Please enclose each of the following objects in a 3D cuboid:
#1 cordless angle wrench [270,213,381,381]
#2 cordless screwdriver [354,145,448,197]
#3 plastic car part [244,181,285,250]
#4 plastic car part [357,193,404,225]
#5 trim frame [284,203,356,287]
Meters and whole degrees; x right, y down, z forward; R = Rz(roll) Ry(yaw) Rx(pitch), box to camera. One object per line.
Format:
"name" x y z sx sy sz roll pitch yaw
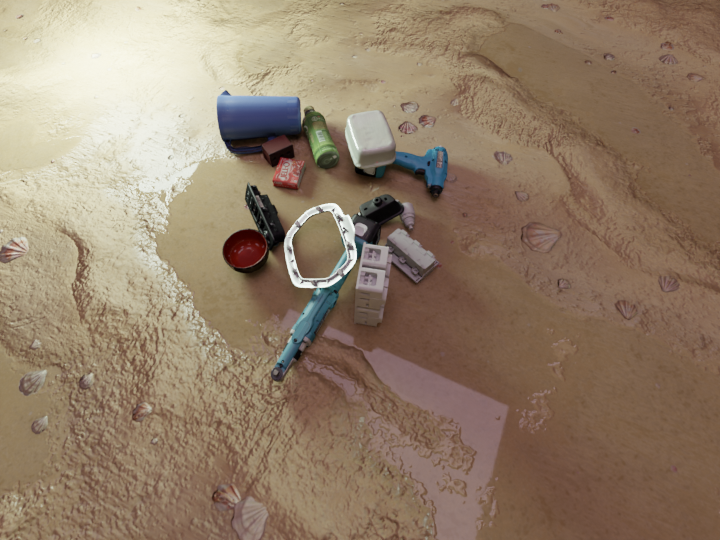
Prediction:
"cordless angle wrench" -0.081 0.061 0.962 0.077 0.095 0.423 25 68 14
"cordless screwdriver" 0.110 -0.280 1.153 0.252 0.072 0.162 9 60 6
"plastic car part" -0.247 -0.138 1.102 0.064 0.066 0.212 -4 53 -33
"plastic car part" 0.044 -0.157 1.066 0.118 0.067 0.069 -27 61 13
"trim frame" -0.096 -0.063 0.986 0.186 0.026 0.260 -28 47 11
